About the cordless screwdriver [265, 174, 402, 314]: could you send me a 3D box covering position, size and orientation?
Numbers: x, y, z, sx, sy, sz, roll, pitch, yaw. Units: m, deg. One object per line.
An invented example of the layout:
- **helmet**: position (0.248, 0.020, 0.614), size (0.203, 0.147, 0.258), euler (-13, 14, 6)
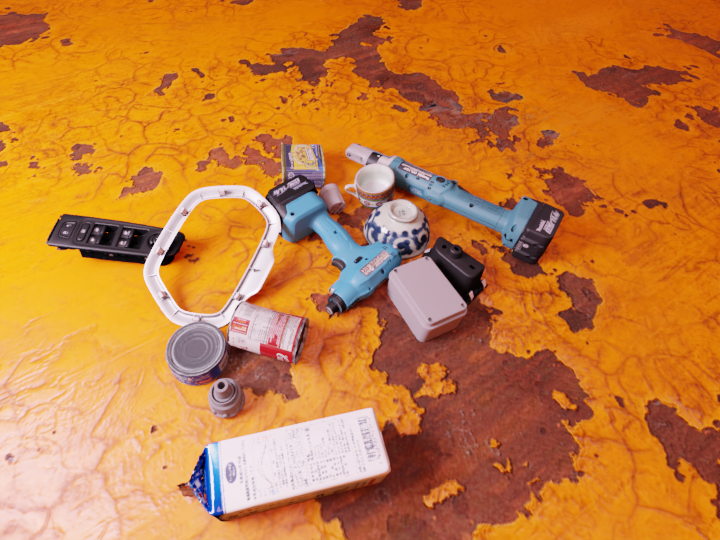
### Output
- **cordless screwdriver**: position (-0.070, -0.046, 0.716), size (0.258, 0.072, 0.157), euler (40, 60, 20)

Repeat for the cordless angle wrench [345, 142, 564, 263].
- **cordless angle wrench**: position (0.151, -0.154, 0.810), size (0.440, 0.072, 0.097), euler (29, 56, 21)

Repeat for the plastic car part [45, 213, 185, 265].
- **plastic car part**: position (-0.396, -0.041, 0.700), size (0.201, 0.065, 0.068), euler (4, 46, -5)

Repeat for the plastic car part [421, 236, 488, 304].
- **plastic car part**: position (0.154, -0.010, 0.697), size (0.065, 0.069, 0.121), euler (-34, 65, -28)

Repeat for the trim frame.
- **trim frame**: position (-0.232, -0.030, 0.675), size (0.184, 0.027, 0.249), euler (25, 72, 1)
